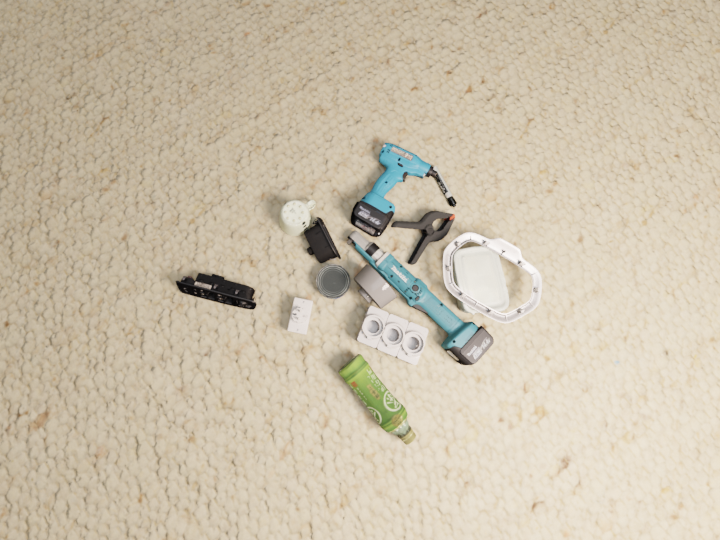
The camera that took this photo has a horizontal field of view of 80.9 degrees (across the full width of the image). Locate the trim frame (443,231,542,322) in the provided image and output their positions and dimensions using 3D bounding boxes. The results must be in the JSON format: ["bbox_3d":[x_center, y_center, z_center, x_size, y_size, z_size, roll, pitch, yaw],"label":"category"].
[{"bbox_3d":[0.313,0.013,1.008,0.253,0.027,0.184,31,77,8],"label":"trim frame"}]

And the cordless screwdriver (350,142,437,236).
[{"bbox_3d":[0.086,-0.203,1.098,0.161,0.073,0.249,26,75,4],"label":"cordless screwdriver"}]

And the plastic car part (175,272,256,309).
[{"bbox_3d":[-0.348,0.049,1.050,0.205,0.065,0.068,18,53,5],"label":"plastic car part"}]

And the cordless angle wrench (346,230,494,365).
[{"bbox_3d":[0.130,0.050,1.042,0.097,0.073,0.432,-44,79,-10],"label":"cordless angle wrench"}]

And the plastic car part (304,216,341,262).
[{"bbox_3d":[-0.105,-0.069,1.077,0.072,0.064,0.118,-24,82,8],"label":"plastic car part"}]
